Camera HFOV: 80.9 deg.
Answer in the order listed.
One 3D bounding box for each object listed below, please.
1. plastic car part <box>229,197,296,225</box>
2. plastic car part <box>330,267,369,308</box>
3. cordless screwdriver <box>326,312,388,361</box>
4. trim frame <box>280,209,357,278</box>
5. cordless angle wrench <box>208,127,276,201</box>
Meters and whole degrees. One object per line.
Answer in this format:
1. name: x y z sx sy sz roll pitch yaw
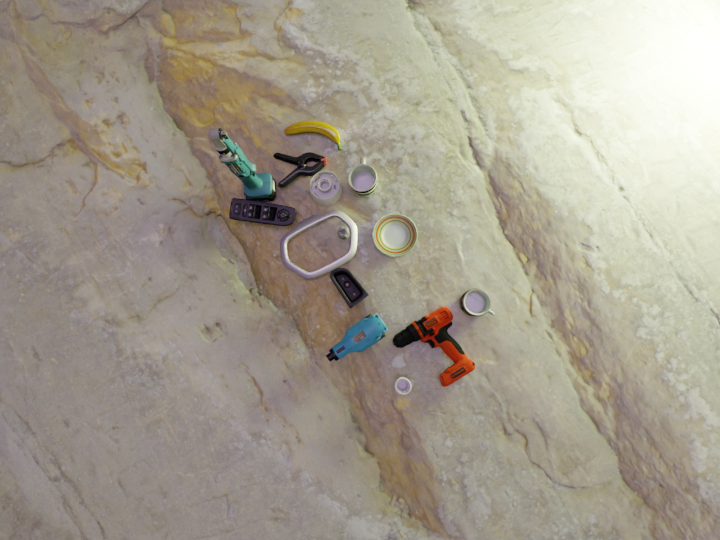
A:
1. plastic car part: -0.296 -0.173 1.300 0.206 0.065 0.067 8 81 8
2. plastic car part: -0.035 0.045 1.221 0.066 0.069 0.119 -37 78 -2
3. cordless screwdriver: -0.008 0.178 1.102 0.159 0.244 0.076 -34 82 -2
4. trim frame: -0.125 -0.082 1.279 0.249 0.027 0.188 -29 77 1
5. cordless angle wrench: -0.322 -0.280 1.146 0.099 0.415 0.075 -3 82 2
